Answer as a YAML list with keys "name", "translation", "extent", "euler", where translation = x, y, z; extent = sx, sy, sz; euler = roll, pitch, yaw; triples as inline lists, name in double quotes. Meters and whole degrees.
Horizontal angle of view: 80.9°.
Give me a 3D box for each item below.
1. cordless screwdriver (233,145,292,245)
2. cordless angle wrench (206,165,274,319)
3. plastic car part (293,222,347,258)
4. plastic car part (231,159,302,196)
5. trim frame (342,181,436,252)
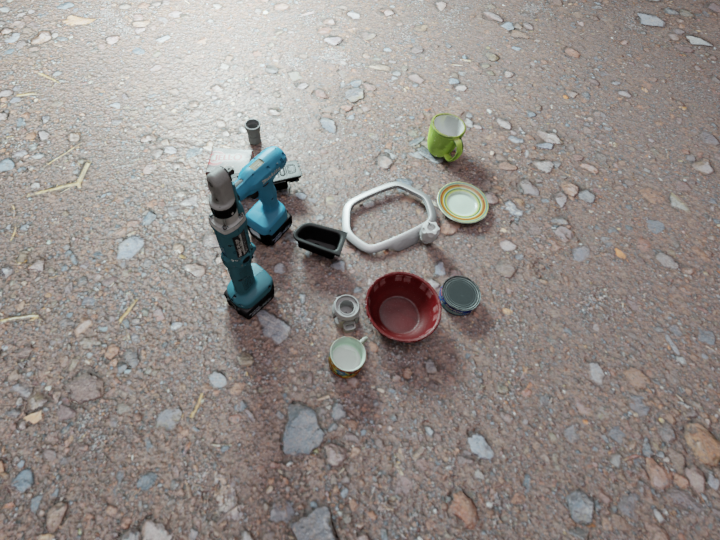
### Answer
- name: "cordless screwdriver"
  translation: [-0.223, -0.141, 0.926]
  extent: [0.076, 0.243, 0.158]
  euler: [34, 64, 12]
- name: "cordless angle wrench"
  translation: [-0.223, -0.036, 0.766]
  extent: [0.077, 0.413, 0.097]
  euler: [40, 65, 15]
- name: "plastic car part"
  translation: [-0.096, -0.063, 0.983]
  extent: [0.118, 0.069, 0.067]
  euler: [16, 61, 7]
- name: "plastic car part"
  translation: [-0.251, -0.227, 1.079]
  extent: [0.201, 0.065, 0.069]
  euler: [-11, 62, -8]
- name: "trim frame"
  translation: [0.069, -0.133, 1.052]
  extent: [0.244, 0.027, 0.192]
  euler: [-25, 63, -15]
